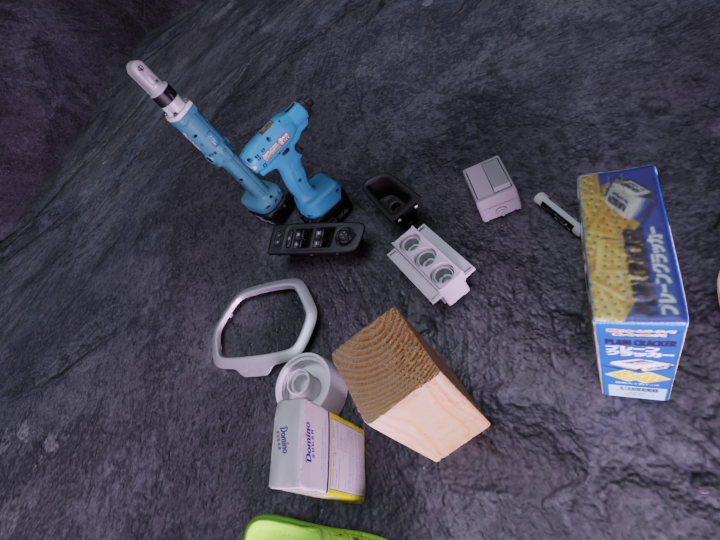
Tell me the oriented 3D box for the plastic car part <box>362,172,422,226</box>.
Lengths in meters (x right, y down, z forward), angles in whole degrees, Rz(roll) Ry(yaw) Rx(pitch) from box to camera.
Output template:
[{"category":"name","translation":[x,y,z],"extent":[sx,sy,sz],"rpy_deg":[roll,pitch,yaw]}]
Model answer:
[{"category":"plastic car part","translation":[0.061,-0.122,0.762],"extent":[0.066,0.067,0.123],"rpy_deg":[-40,47,2]}]

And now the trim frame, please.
[{"category":"trim frame","translation":[-0.186,0.105,0.795],"extent":[0.256,0.026,0.189],"rpy_deg":[-13,54,26]}]

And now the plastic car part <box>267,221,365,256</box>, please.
[{"category":"plastic car part","translation":[-0.079,-0.052,0.807],"extent":[0.212,0.063,0.067],"rpy_deg":[-2,59,32]}]

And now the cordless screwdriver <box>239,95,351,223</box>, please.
[{"category":"cordless screwdriver","translation":[-0.097,-0.190,0.795],"extent":[0.159,0.235,0.079],"rpy_deg":[-47,47,-4]}]

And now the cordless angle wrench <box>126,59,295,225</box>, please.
[{"category":"cordless angle wrench","translation":[-0.282,-0.237,0.834],"extent":[0.103,0.399,0.074],"rpy_deg":[19,71,39]}]
